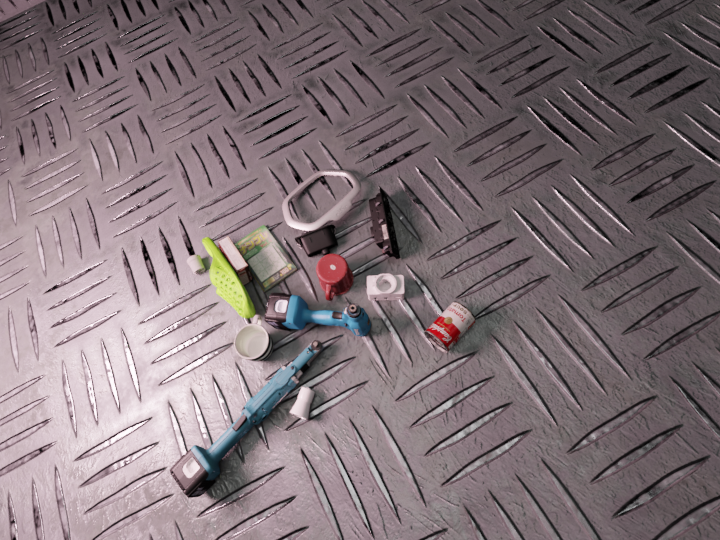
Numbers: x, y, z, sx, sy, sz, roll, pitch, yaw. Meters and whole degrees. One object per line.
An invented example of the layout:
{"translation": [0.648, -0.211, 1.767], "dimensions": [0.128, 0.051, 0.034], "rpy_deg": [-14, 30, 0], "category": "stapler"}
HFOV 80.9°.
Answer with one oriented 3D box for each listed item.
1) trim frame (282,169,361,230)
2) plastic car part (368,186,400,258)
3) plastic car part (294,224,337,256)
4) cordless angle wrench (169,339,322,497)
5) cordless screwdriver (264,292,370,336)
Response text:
{"translation": [-0.111, -0.204, 1.199], "dimensions": [0.194, 0.026, 0.246], "rpy_deg": [33, 67, 32], "category": "trim frame"}
{"translation": [0.059, -0.125, 1.134], "dimensions": [0.069, 0.062, 0.208], "rpy_deg": [-19, 62, 29], "category": "plastic car part"}
{"translation": [-0.112, -0.073, 1.144], "dimensions": [0.116, 0.065, 0.072], "rpy_deg": [-20, 80, -3], "category": "plastic car part"}
{"translation": [-0.239, 0.319, 0.971], "dimensions": [0.077, 0.094, 0.420], "rpy_deg": [39, 73, 21], "category": "cordless angle wrench"}
{"translation": [-0.105, 0.102, 1.003], "dimensions": [0.255, 0.153, 0.075], "rpy_deg": [6, 67, 14], "category": "cordless screwdriver"}
